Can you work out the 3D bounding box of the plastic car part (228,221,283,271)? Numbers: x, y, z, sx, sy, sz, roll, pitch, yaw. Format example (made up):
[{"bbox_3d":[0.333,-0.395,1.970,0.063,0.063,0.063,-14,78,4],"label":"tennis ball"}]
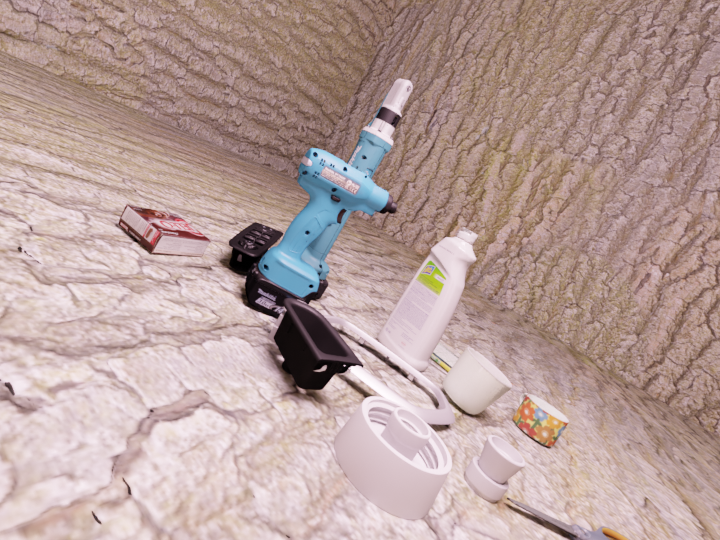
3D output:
[{"bbox_3d":[-0.201,-0.043,0.786,0.066,0.067,0.205,28,11,-6],"label":"plastic car part"}]

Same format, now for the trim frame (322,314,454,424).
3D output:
[{"bbox_3d":[0.027,0.140,0.621,0.257,0.027,0.179,32,11,16],"label":"trim frame"}]

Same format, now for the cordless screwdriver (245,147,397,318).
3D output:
[{"bbox_3d":[-0.062,-0.041,0.638,0.154,0.248,0.077,26,11,-20],"label":"cordless screwdriver"}]

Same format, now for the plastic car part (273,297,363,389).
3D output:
[{"bbox_3d":[-0.064,0.093,0.492,0.062,0.071,0.123,20,14,-41],"label":"plastic car part"}]

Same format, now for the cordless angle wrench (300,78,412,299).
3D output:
[{"bbox_3d":[-0.022,-0.147,0.765,0.070,0.422,0.104,21,14,-42],"label":"cordless angle wrench"}]
